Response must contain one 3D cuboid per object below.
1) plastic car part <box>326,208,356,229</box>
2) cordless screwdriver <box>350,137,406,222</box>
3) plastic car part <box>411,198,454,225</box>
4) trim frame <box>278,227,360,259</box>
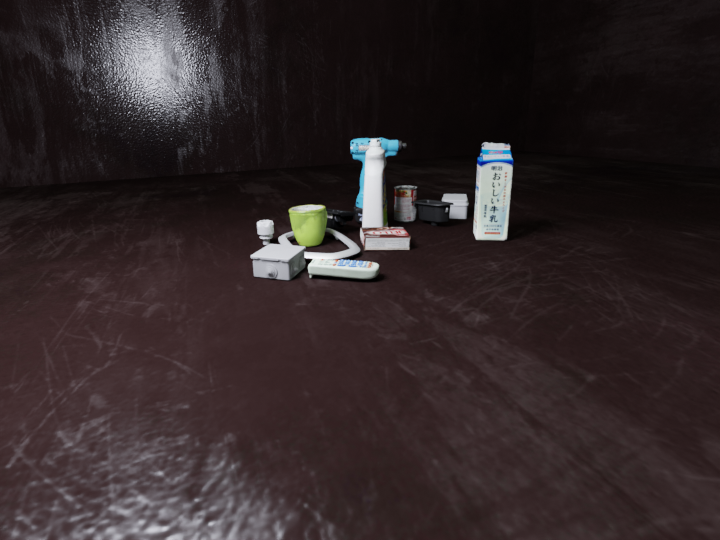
[{"bbox_3d":[-0.098,-0.153,1.221,0.064,0.066,0.214,-15,23,-35],"label":"plastic car part"},{"bbox_3d":[0.052,-0.264,1.247,0.161,0.244,0.075,1,17,7],"label":"cordless screwdriver"},{"bbox_3d":[0.209,-0.165,1.213,0.064,0.069,0.123,-13,22,-31],"label":"plastic car part"},{"bbox_3d":[-0.102,-0.067,1.041,0.179,0.027,0.260,-10,22,-20],"label":"trim frame"}]
